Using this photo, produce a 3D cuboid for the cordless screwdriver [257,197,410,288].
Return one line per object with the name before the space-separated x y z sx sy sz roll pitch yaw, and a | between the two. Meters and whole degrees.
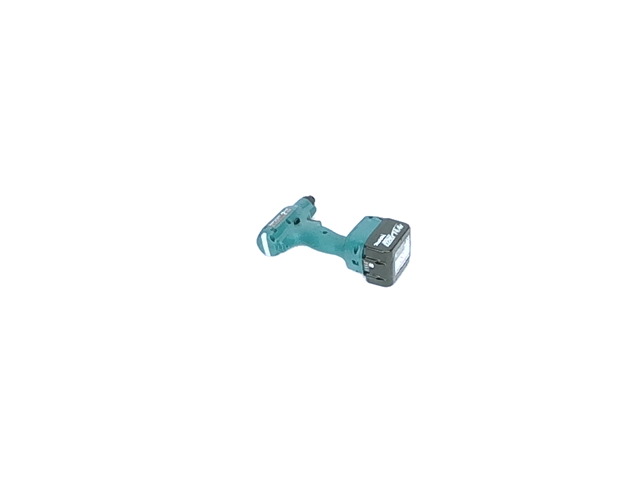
cordless screwdriver | 0.032 -0.014 0.729 0.250 0.074 0.158 13 42 27
